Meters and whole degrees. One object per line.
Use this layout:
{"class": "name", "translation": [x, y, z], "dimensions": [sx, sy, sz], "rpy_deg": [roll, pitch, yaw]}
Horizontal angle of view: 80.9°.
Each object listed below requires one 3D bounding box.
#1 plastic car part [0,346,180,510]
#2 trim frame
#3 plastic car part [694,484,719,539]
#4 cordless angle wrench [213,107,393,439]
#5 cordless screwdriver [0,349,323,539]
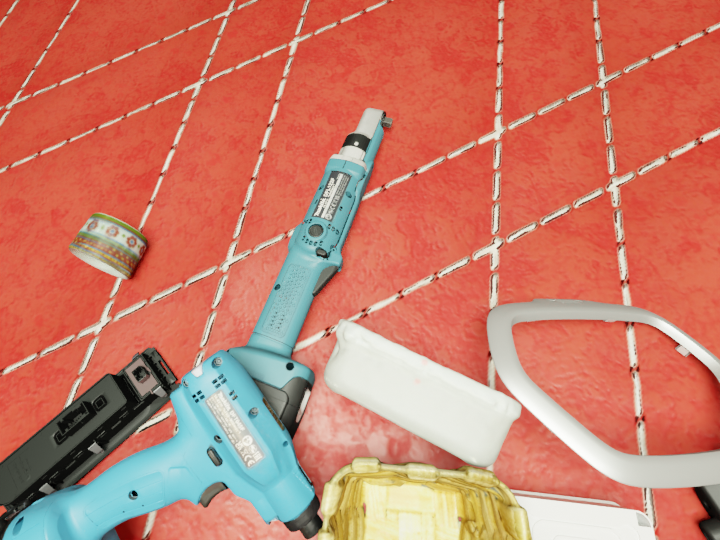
{"class": "plastic car part", "translation": [-0.287, 0.167, 0.431], "dimensions": [0.202, 0.065, 0.068], "rpy_deg": [-43, 77, -10]}
{"class": "trim frame", "translation": [0.227, 0.089, 0.369], "dimensions": [0.243, 0.027, 0.192], "rpy_deg": [-1, 43, -15]}
{"class": "plastic car part", "translation": [0.320, 0.211, 0.338], "dimensions": [0.071, 0.063, 0.121], "rpy_deg": [-29, 62, 7]}
{"class": "cordless angle wrench", "translation": [-0.048, -0.031, 0.486], "dimensions": [0.100, 0.072, 0.426], "rpy_deg": [15, 66, 11]}
{"class": "cordless screwdriver", "translation": [-0.162, 0.196, 0.325], "dimensions": [0.247, 0.074, 0.160], "rpy_deg": [-36, 87, -7]}
